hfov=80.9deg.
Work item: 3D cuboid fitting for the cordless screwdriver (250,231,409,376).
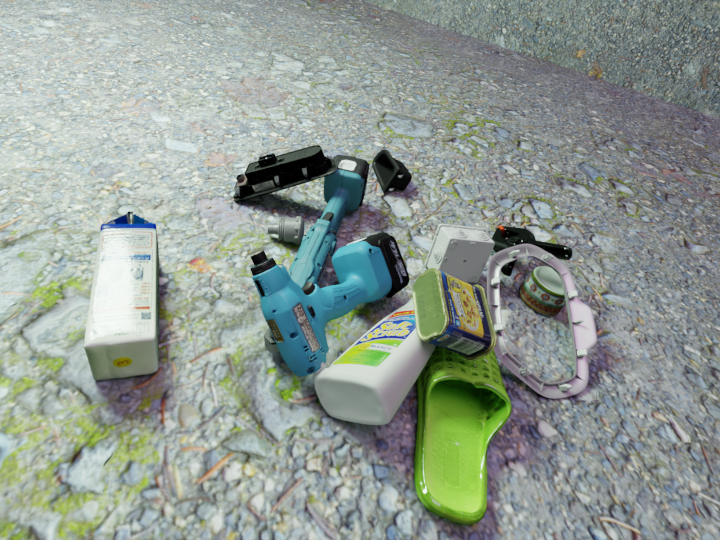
[{"bbox_3d":[-0.039,0.010,0.584,0.243,0.077,0.157,-35,102,-46],"label":"cordless screwdriver"}]

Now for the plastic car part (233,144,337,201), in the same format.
[{"bbox_3d":[-0.143,-0.184,0.771,0.207,0.064,0.067,-8,33,14],"label":"plastic car part"}]

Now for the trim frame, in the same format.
[{"bbox_3d":[0.281,0.068,0.657,0.180,0.027,0.254,13,61,-12],"label":"trim frame"}]

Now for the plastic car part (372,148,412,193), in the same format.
[{"bbox_3d":[0.077,-0.221,0.948,0.068,0.066,0.121,16,36,-26],"label":"plastic car part"}]

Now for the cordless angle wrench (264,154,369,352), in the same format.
[{"bbox_3d":[-0.068,-0.044,0.694,0.075,0.095,0.428,13,46,6],"label":"cordless angle wrench"}]
